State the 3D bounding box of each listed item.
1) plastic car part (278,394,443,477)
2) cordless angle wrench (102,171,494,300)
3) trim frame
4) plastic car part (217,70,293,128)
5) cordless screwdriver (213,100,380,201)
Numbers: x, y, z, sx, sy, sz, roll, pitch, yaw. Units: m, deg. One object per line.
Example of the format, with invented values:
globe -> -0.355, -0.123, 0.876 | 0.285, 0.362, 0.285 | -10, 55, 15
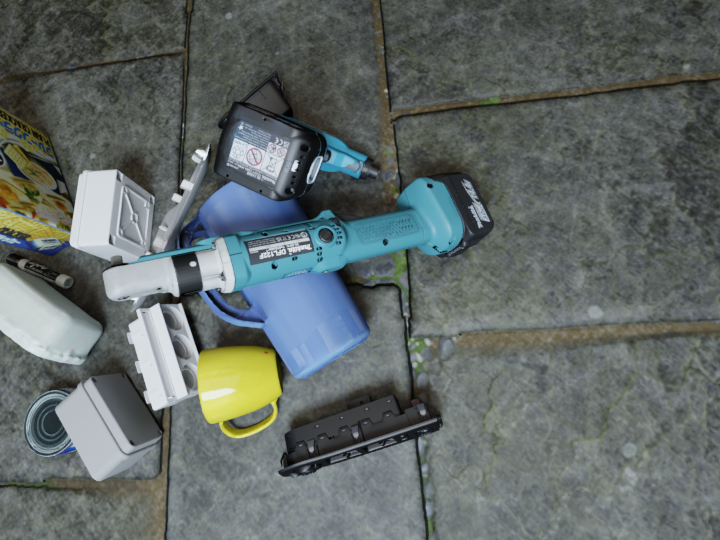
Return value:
plastic car part -> -0.009, 0.192, 0.501 | 0.203, 0.064, 0.069 | -24, 66, 2
cordless angle wrench -> -0.045, -0.029, 0.459 | 0.410, 0.075, 0.100 | -14, 73, -25
trim frame -> -0.254, -0.063, 0.564 | 0.026, 0.191, 0.250 | 24, 77, -26
plastic car part -> -0.147, -0.229, 0.639 | 0.116, 0.066, 0.071 | -43, 90, 0
cordless screwdriver -> -0.060, -0.138, 0.510 | 0.160, 0.249, 0.074 | 23, 109, 1
